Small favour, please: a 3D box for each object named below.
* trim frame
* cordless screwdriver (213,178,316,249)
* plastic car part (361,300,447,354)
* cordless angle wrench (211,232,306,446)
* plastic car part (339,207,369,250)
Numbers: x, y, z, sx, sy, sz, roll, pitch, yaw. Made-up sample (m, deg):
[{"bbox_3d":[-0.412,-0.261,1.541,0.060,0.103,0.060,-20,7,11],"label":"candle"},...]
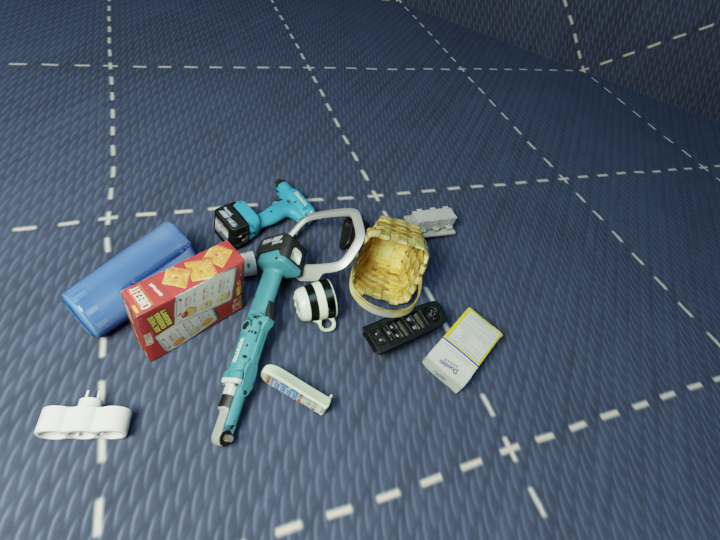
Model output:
[{"bbox_3d":[-0.093,-0.061,0.951,0.260,0.026,0.186,-2,58,37],"label":"trim frame"},{"bbox_3d":[-0.249,-0.153,1.060,0.241,0.073,0.166,-24,60,-33],"label":"cordless screwdriver"},{"bbox_3d":[0.098,0.127,0.901,0.198,0.065,0.070,-21,53,-23],"label":"plastic car part"},{"bbox_3d":[-0.205,0.118,0.828,0.102,0.070,0.430,-12,50,32],"label":"cordless angle wrench"},{"bbox_3d":[-0.009,-0.088,1.070,0.069,0.066,0.119,20,51,-17],"label":"plastic car part"}]
